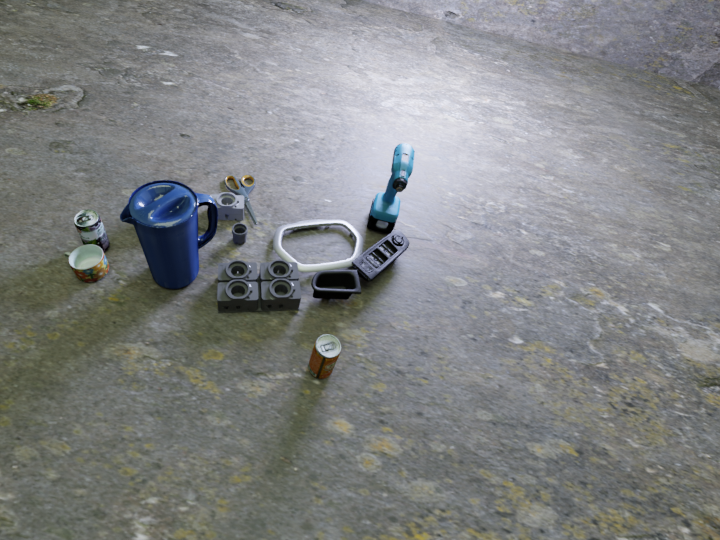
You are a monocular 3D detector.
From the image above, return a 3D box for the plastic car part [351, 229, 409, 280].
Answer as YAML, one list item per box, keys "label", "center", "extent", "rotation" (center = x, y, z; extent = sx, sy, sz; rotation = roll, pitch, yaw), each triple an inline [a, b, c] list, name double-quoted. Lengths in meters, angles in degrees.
- label: "plastic car part"
  center: [0.055, -0.034, 1.092]
  extent: [0.069, 0.066, 0.199]
  rotation: [38, 55, 17]

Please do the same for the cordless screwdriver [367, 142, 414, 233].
- label: "cordless screwdriver"
  center: [0.080, -0.192, 1.109]
  extent: [0.074, 0.244, 0.162]
  rotation: [15, 51, -4]

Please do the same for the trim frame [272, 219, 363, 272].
- label: "trim frame"
  center: [-0.109, -0.071, 1.117]
  extent: [0.242, 0.027, 0.192]
  rotation: [-10, 54, -18]

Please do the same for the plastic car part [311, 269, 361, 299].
- label: "plastic car part"
  center: [-0.065, 0.042, 1.007]
  extent: [0.114, 0.069, 0.068]
  rotation: [-1, 53, -13]
